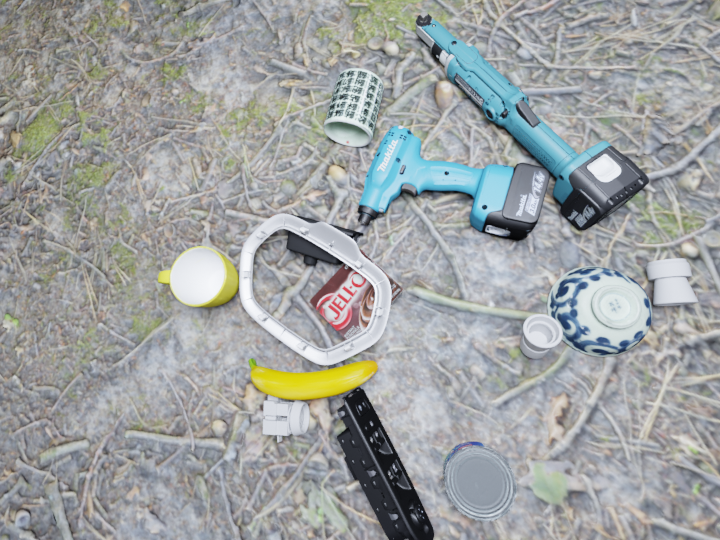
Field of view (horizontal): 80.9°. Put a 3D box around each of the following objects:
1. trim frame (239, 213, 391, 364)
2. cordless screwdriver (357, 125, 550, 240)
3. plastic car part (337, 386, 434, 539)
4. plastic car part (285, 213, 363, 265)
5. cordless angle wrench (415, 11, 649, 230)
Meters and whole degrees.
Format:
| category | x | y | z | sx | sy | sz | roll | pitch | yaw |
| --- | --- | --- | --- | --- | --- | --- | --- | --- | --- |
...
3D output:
| category | x | y | z | sx | sy | sz | roll | pitch | yaw |
| --- | --- | --- | --- | --- | --- | --- | --- | --- | --- |
| trim frame | -0.076 | 0.022 | 0.610 | 0.258 | 0.026 | 0.184 | 33 | 96 | 20 |
| cordless screwdriver | 0.125 | -0.108 | 0.618 | 0.258 | 0.071 | 0.159 | 22 | 83 | 19 |
| plastic car part | 0.022 | 0.265 | 0.556 | 0.067 | 0.064 | 0.209 | -37 | 73 | 10 |
| plastic car part | -0.064 | -0.042 | 0.652 | 0.120 | 0.064 | 0.071 | 13 | 95 | 17 |
| cordless angle wrench | 0.215 | -0.248 | 0.629 | 0.074 | 0.094 | 0.439 | -35 | 69 | 1 |
